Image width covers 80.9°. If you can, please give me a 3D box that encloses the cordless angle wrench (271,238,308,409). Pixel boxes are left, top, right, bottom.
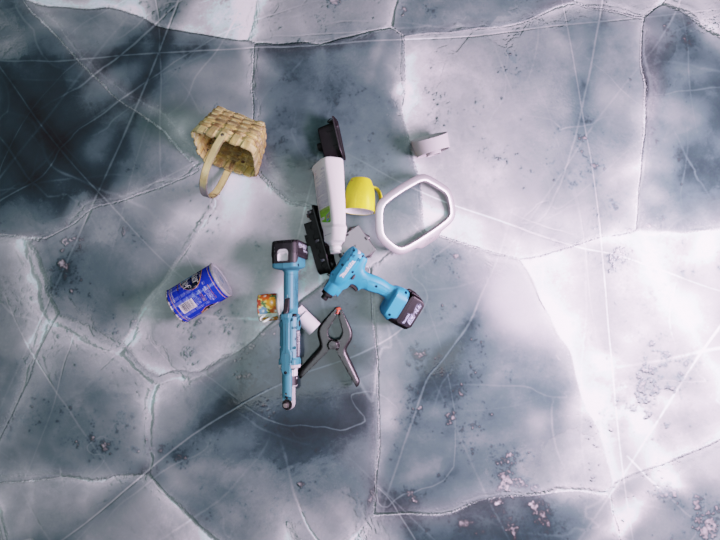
[{"bbox_3d":[-0.182,0.134,1.088,0.076,0.094,0.428,-4,79,15],"label":"cordless angle wrench"}]

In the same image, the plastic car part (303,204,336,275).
[{"bbox_3d":[-0.113,-0.074,1.151,0.068,0.065,0.204,-20,86,8],"label":"plastic car part"}]

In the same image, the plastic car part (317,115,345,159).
[{"bbox_3d":[-0.087,-0.359,1.178,0.072,0.064,0.117,-9,90,14],"label":"plastic car part"}]

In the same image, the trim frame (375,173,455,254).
[{"bbox_3d":[0.148,-0.151,1.147,0.246,0.028,0.182,-34,98,-11],"label":"trim frame"}]

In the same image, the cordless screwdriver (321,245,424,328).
[{"bbox_3d":[0.029,0.067,1.108,0.246,0.075,0.159,35,95,-7],"label":"cordless screwdriver"}]
